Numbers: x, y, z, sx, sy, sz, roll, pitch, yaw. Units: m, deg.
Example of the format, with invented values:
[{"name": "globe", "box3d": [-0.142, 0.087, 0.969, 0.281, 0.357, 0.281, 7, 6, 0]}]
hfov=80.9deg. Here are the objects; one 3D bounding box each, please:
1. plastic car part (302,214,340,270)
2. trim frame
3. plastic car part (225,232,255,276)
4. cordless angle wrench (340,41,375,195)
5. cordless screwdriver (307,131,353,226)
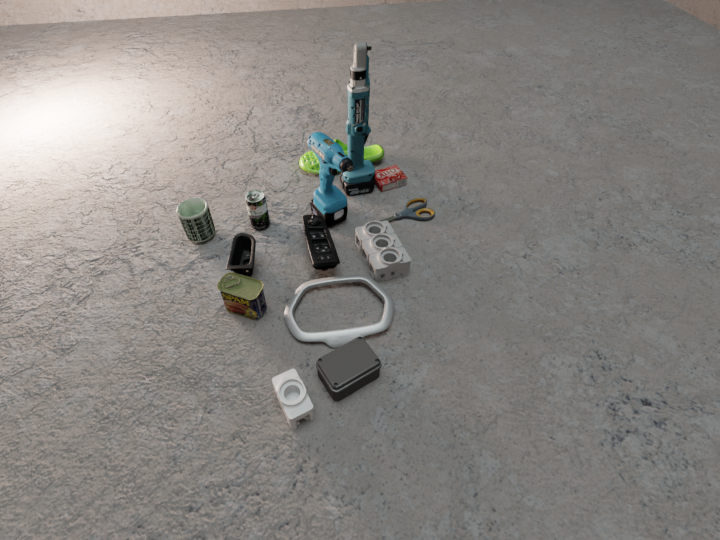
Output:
[{"name": "plastic car part", "box3d": [-0.105, -0.069, 1.074, 0.065, 0.065, 0.212, -11, 48, -9]}, {"name": "trim frame", "box3d": [-0.049, 0.087, 0.953, 0.247, 0.026, 0.191, -8, 47, -3]}, {"name": "plastic car part", "box3d": [-0.287, -0.030, 1.047, 0.066, 0.068, 0.120, -2, 47, -1]}, {"name": "cordless angle wrench", "box3d": [-0.006, -0.389, 1.129, 0.097, 0.409, 0.077, -8, 48, -9]}, {"name": "cordless screwdriver", "box3d": [-0.071, -0.218, 1.091, 0.073, 0.240, 0.168, -26, 52, -23]}]
